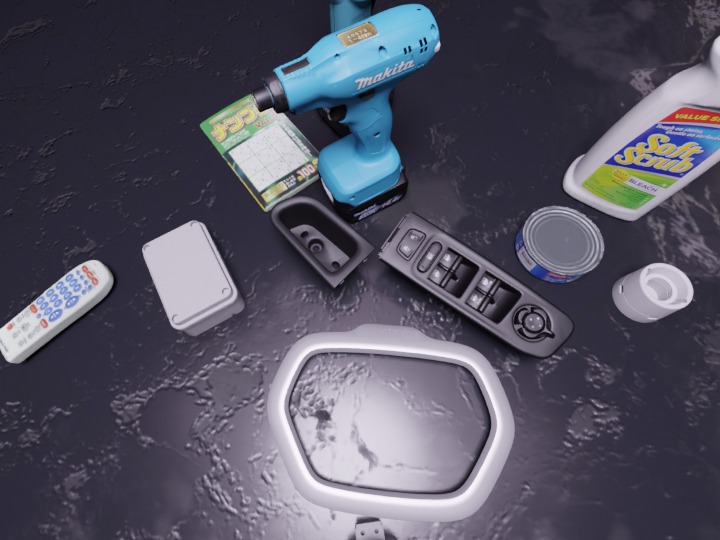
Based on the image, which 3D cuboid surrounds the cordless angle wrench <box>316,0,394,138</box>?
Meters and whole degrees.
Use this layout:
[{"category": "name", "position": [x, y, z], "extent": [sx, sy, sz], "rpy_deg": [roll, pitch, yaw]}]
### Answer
[{"category": "cordless angle wrench", "position": [-0.005, -0.298, 0.415], "extent": [0.097, 0.412, 0.077], "rpy_deg": [-35, 73, -13]}]

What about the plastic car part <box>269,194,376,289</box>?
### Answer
[{"category": "plastic car part", "position": [-0.048, -0.031, 0.489], "extent": [0.065, 0.069, 0.121], "rpy_deg": [-43, 72, -15]}]

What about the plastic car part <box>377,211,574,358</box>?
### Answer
[{"category": "plastic car part", "position": [0.118, 0.023, 0.456], "extent": [0.210, 0.065, 0.066], "rpy_deg": [33, 72, 16]}]

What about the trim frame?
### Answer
[{"category": "trim frame", "position": [0.028, 0.144, 0.431], "extent": [0.251, 0.027, 0.188], "rpy_deg": [2, 67, 5]}]

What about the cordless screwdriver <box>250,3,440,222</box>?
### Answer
[{"category": "cordless screwdriver", "position": [-0.016, -0.134, 0.437], "extent": [0.158, 0.242, 0.077], "rpy_deg": [-25, 71, -9]}]
